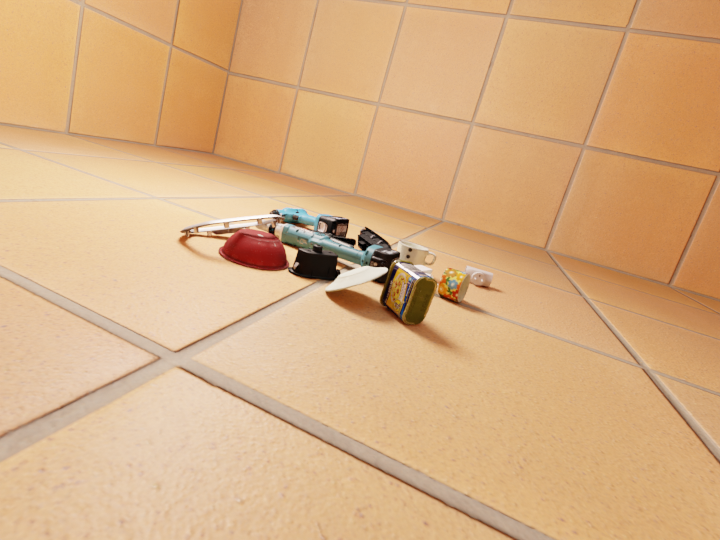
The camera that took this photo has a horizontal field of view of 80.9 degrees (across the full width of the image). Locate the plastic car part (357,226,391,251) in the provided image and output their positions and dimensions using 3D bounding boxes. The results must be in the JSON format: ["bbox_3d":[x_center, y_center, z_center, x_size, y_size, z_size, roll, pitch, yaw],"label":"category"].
[{"bbox_3d":[0.035,-0.079,1.296,0.065,0.065,0.213,-3,20,-26],"label":"plastic car part"}]

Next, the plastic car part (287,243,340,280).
[{"bbox_3d":[-0.095,-0.021,0.932,0.111,0.070,0.070,9,13,-35],"label":"plastic car part"}]

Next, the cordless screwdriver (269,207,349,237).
[{"bbox_3d":[-0.170,-0.161,1.388,0.263,0.074,0.152,20,15,36],"label":"cordless screwdriver"}]

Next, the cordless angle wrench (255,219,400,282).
[{"bbox_3d":[-0.109,-0.072,1.118,0.442,0.074,0.094,19,14,25],"label":"cordless angle wrench"}]

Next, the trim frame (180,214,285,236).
[{"bbox_3d":[-0.294,-0.104,0.991,0.240,0.027,0.191,-12,5,-28],"label":"trim frame"}]
